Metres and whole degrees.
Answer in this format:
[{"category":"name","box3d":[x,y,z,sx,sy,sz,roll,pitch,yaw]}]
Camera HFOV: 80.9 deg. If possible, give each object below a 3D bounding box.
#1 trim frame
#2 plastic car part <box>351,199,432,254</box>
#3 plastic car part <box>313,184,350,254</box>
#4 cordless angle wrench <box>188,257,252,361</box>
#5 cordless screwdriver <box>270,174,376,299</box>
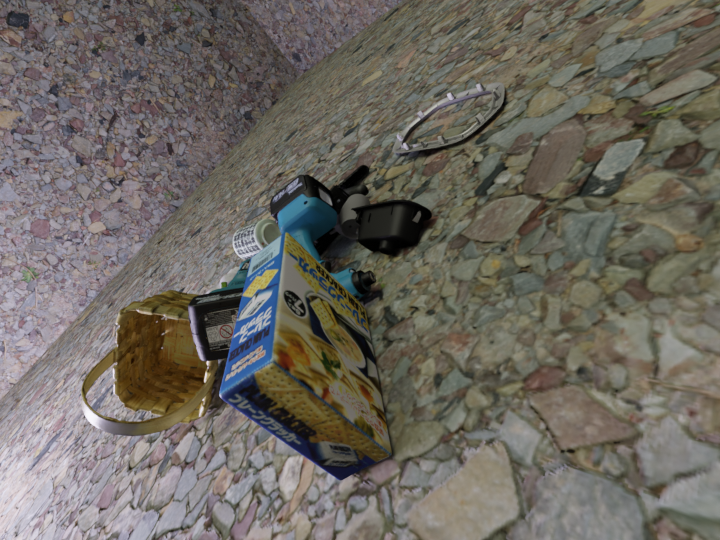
[{"category":"trim frame","box3d":[0.156,-0.282,0.794,0.183,0.026,0.261,-52,31,-13]},{"category":"plastic car part","box3d":[0.040,-0.058,0.619,0.122,0.062,0.071,-1,64,49]},{"category":"plastic car part","box3d":[-0.093,-0.065,0.789,0.202,0.064,0.069,-52,18,-16]},{"category":"cordless angle wrench","box3d":[-0.187,0.024,0.706,0.097,0.073,0.431,-10,13,-5]},{"category":"cordless screwdriver","box3d":[-0.064,-0.042,0.650,0.162,0.070,0.258,-30,51,26]}]
